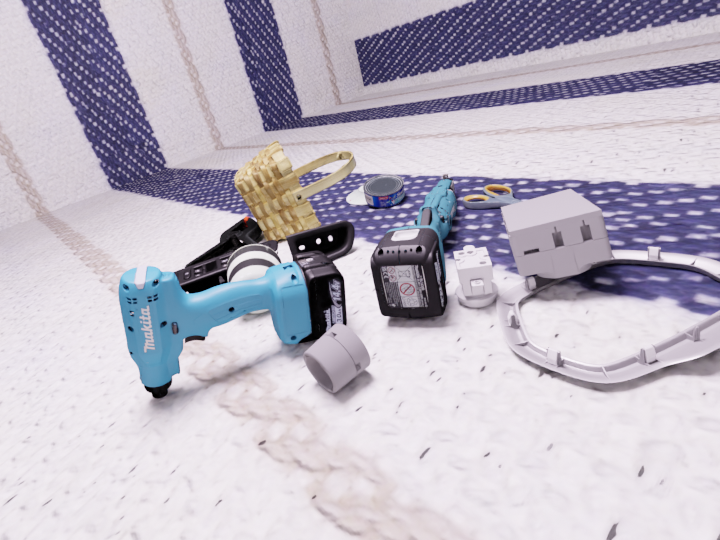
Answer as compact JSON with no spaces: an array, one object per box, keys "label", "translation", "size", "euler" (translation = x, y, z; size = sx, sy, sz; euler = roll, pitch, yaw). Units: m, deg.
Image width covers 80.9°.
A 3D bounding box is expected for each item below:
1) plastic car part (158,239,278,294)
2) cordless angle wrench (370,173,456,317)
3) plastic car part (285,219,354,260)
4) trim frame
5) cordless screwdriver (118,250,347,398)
[{"label":"plastic car part","translation":[-0.222,0.007,0.694],"size":[0.201,0.065,0.069],"euler":[-25,19,-9]},{"label":"cordless angle wrench","translation":[0.111,-0.072,0.652],"size":[0.077,0.095,0.421],"euler":[-5,24,21]},{"label":"plastic car part","translation":[-0.072,-0.047,0.735],"size":[0.114,0.065,0.073],"euler":[-20,11,-16]},{"label":"trim frame","translation":[0.259,0.031,0.423],"size":[0.245,0.027,0.193],"euler":[-20,27,-12]},{"label":"cordless screwdriver","translation":[-0.143,0.063,0.502],"size":[0.242,0.156,0.078],"euler":[-7,24,-18]}]
